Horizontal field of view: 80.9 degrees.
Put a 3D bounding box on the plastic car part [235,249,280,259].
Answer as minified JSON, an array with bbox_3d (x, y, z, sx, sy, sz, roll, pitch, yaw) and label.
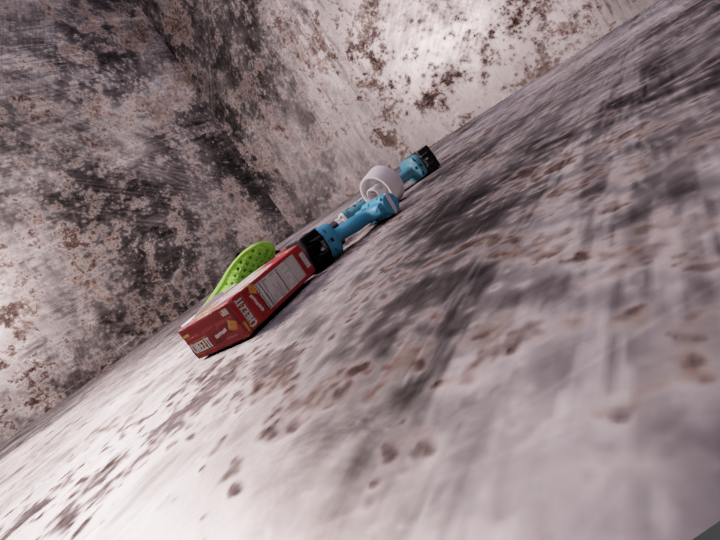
[{"bbox_3d":[-0.298,-0.023,1.294,0.071,0.066,0.193,20,13,34],"label":"plastic car part"}]

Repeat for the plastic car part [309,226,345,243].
[{"bbox_3d":[-0.096,-0.063,0.979,0.068,0.070,0.115,-23,17,48],"label":"plastic car part"}]

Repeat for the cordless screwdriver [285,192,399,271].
[{"bbox_3d":[-0.045,-0.081,0.912,0.244,0.074,0.164,-35,9,-26],"label":"cordless screwdriver"}]

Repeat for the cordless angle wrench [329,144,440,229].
[{"bbox_3d":[0.038,-0.204,1.211,0.420,0.073,0.100,-38,9,-8],"label":"cordless angle wrench"}]
